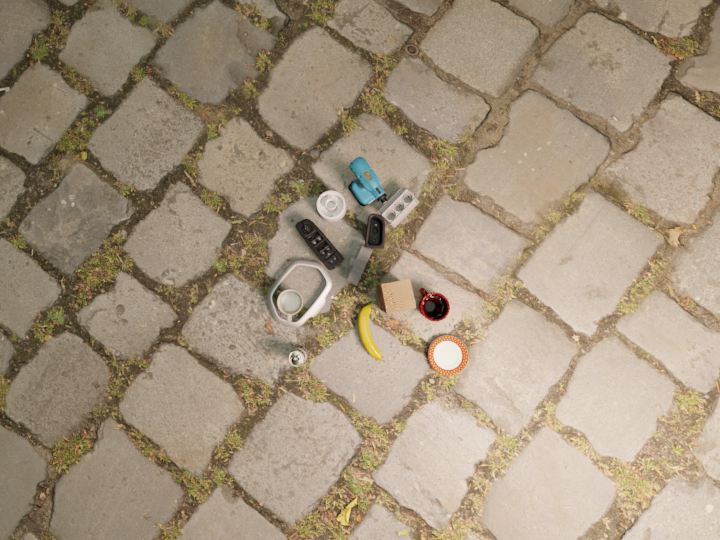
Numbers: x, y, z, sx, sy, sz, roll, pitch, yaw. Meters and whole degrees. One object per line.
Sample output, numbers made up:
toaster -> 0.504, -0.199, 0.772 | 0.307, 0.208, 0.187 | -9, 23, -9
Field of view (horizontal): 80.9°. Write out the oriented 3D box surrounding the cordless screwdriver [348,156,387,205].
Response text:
cordless screwdriver -> 0.026, -0.262, 1.368 | 0.074, 0.246, 0.161 | -34, 86, -3

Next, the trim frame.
trim frame -> -0.210, 0.078, 1.453 | 0.187, 0.027, 0.248 | 38, 87, 7

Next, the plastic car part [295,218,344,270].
plastic car part -> -0.142, -0.093, 1.450 | 0.066, 0.066, 0.206 | -39, 82, -2

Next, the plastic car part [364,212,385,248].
plastic car part -> 0.050, -0.131, 1.438 | 0.066, 0.070, 0.117 | 5, 84, 2
